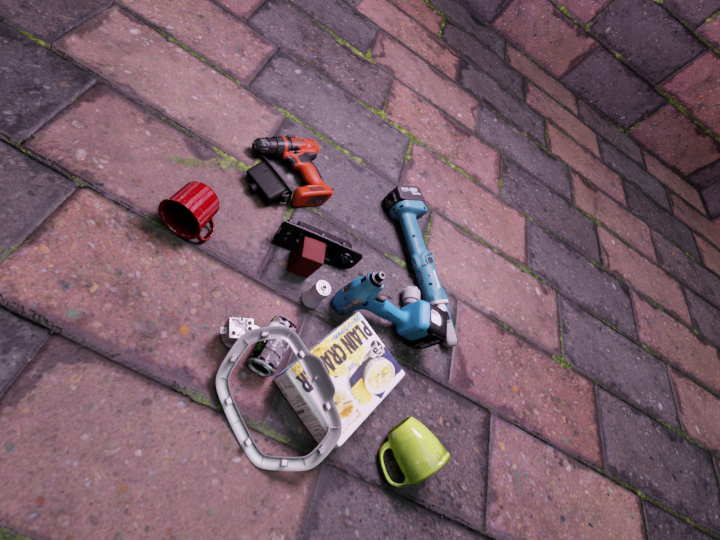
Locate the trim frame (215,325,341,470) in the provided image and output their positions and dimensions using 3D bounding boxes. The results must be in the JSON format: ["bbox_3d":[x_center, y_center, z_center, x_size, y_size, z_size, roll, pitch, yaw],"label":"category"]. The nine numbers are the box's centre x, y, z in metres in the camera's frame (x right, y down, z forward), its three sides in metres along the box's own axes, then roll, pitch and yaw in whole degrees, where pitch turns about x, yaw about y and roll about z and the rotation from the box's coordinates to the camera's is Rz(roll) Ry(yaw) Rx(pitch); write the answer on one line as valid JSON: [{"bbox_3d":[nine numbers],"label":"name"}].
[{"bbox_3d":[-0.136,0.215,0.711,0.183,0.027,0.252,-27,81,-6],"label":"trim frame"}]

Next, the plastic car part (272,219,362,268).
[{"bbox_3d":[-0.093,-0.061,0.954,0.197,0.066,0.069,24,27,-16],"label":"plastic car part"}]

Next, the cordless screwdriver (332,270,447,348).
[{"bbox_3d":[0.081,0.079,0.900,0.240,0.162,0.076,26,53,-19],"label":"cordless screwdriver"}]

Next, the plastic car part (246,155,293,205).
[{"bbox_3d":[-0.217,-0.195,0.964,0.070,0.066,0.118,-37,82,-27],"label":"plastic car part"}]

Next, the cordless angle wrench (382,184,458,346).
[{"bbox_3d":[0.160,-0.017,1.070,0.094,0.075,0.435,0,64,-32],"label":"cordless angle wrench"}]
